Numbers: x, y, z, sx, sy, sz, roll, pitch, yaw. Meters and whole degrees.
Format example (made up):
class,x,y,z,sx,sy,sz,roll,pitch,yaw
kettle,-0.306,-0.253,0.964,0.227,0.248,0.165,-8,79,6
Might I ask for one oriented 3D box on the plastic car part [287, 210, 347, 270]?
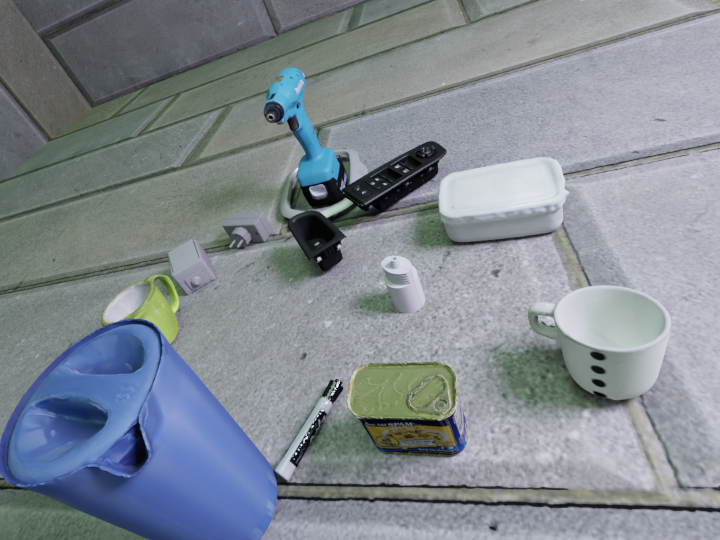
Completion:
class,x,y,z,sx,sy,sz,roll,pitch,yaw
plastic car part,-0.067,-0.044,0.684,0.065,0.067,0.123,-32,39,-9

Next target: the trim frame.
class,x,y,z,sx,sy,sz,roll,pitch,yaw
trim frame,-0.076,-0.179,0.869,0.188,0.026,0.256,-14,41,14

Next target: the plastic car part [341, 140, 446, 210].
class,x,y,z,sx,sy,sz,roll,pitch,yaw
plastic car part,0.070,-0.158,0.740,0.201,0.064,0.070,-37,40,-13

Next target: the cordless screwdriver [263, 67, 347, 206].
class,x,y,z,sx,sy,sz,roll,pitch,yaw
cordless screwdriver,-0.101,-0.222,0.764,0.076,0.237,0.162,-10,41,17
